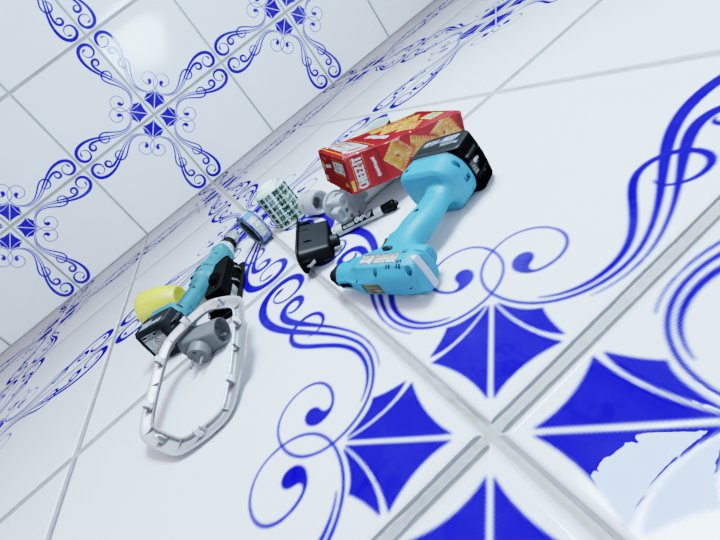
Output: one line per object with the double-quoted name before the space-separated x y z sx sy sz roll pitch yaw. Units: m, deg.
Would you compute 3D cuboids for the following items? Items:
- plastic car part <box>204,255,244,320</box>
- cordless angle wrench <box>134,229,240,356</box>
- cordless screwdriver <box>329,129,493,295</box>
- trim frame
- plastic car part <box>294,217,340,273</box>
"plastic car part" -0.273 0.027 0.843 0.067 0.065 0.209 -41 23 11
"cordless angle wrench" -0.347 0.015 0.945 0.100 0.071 0.430 -28 26 21
"cordless screwdriver" 0.064 -0.071 0.559 0.166 0.071 0.249 -5 45 49
"trim frame" -0.232 0.133 0.600 0.187 0.026 0.258 -24 40 13
"plastic car part" -0.069 -0.045 0.707 0.071 0.063 0.120 -20 31 4
